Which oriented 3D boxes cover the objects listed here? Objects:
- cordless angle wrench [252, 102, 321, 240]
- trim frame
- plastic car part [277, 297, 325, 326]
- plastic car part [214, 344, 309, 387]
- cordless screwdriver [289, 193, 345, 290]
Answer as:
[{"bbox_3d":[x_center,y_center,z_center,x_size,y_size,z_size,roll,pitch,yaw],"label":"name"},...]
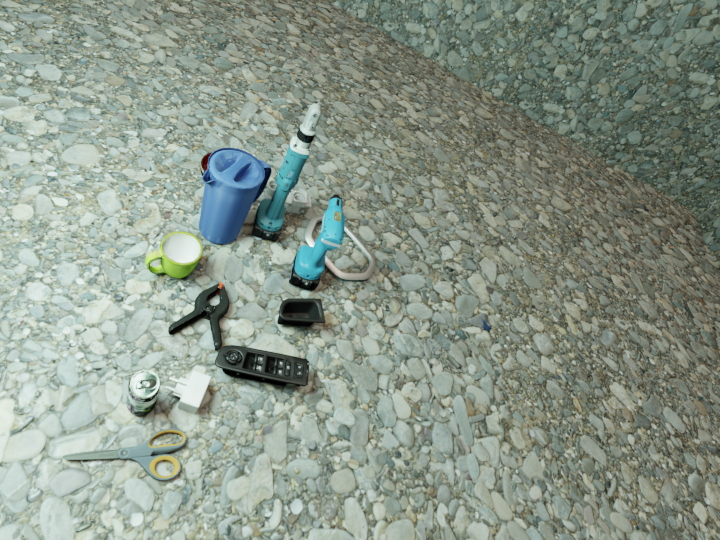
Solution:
[{"bbox_3d":[-0.182,-0.232,1.053,0.072,0.423,0.101,15,51,-20],"label":"cordless angle wrench"},{"bbox_3d":[-0.059,-0.070,1.252,0.255,0.027,0.180,46,49,13],"label":"trim frame"},{"bbox_3d":[-0.154,0.110,1.032,0.112,0.071,0.068,3,54,-25],"label":"plastic car part"},{"bbox_3d":[-0.217,0.211,0.923,0.198,0.067,0.068,17,49,-14],"label":"plastic car part"},{"bbox_3d":[-0.105,-0.069,1.078,0.072,0.249,0.163,18,49,-17],"label":"cordless screwdriver"}]
